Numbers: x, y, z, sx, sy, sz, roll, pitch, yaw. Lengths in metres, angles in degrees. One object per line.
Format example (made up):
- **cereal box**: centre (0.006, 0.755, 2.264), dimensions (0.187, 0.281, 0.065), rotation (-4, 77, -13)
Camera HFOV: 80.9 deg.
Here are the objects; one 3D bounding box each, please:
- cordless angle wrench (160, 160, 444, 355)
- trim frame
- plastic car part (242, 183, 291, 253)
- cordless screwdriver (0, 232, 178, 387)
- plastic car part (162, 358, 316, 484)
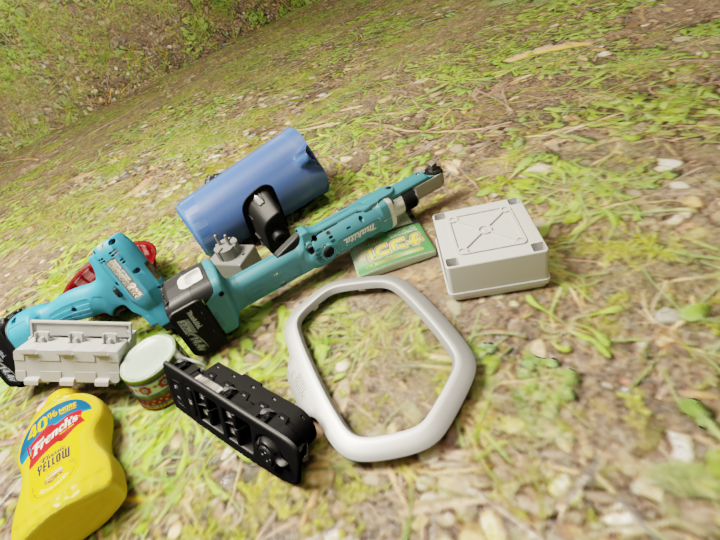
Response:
- **cordless angle wrench**: centre (-0.057, -0.037, 0.580), dimensions (0.418, 0.093, 0.078), rotation (-30, 39, -12)
- **trim frame**: centre (0.007, 0.087, 0.461), dimensions (0.182, 0.026, 0.262), rotation (-28, 41, -9)
- **plastic car part**: centre (-0.136, -0.068, 0.652), dimensions (0.065, 0.113, 0.074), rotation (-30, 63, -14)
- **cordless screwdriver**: centre (-0.376, 0.075, 0.586), dimensions (0.250, 0.155, 0.076), rotation (-32, 15, 6)
- **plastic car part**: centre (-0.122, 0.144, 0.433), dimensions (0.214, 0.065, 0.065), rotation (16, 24, 39)
